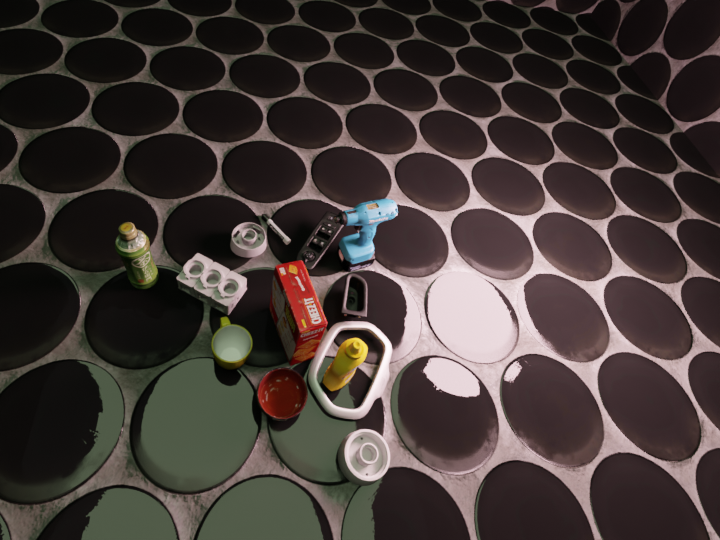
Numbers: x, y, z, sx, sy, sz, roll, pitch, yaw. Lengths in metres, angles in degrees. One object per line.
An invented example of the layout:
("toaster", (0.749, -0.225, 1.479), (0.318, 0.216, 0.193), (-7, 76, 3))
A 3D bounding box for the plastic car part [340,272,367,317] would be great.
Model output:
("plastic car part", (-0.020, 0.075, 1.101), (0.065, 0.070, 0.119), (10, 56, -8))

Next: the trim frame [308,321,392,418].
("trim frame", (-0.020, 0.232, 1.021), (0.186, 0.027, 0.249), (24, 56, 6))

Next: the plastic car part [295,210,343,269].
("plastic car part", (-0.116, -0.076, 1.185), (0.067, 0.066, 0.203), (28, 56, 5))

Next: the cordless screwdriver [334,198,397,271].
("cordless screwdriver", (-0.012, -0.088, 1.104), (0.155, 0.246, 0.077), (-13, 63, -22))
